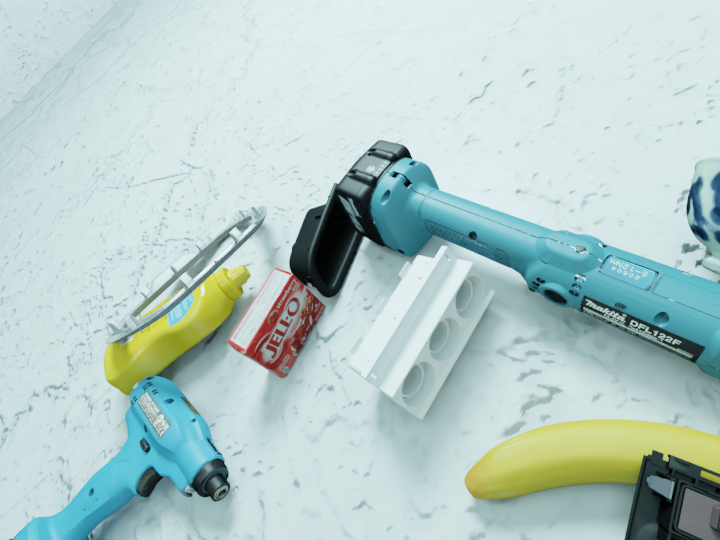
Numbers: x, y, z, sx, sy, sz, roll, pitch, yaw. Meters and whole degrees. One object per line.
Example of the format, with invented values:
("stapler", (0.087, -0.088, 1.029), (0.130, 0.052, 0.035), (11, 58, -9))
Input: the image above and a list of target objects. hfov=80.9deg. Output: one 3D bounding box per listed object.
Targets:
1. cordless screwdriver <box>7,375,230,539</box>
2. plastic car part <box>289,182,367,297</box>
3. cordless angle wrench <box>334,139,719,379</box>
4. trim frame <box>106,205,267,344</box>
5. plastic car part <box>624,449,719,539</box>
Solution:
("cordless screwdriver", (-0.237, 0.239, 0.394), (0.168, 0.070, 0.248), (26, 70, 39))
("plastic car part", (-0.047, -0.031, 0.482), (0.074, 0.062, 0.117), (1, 62, 47))
("cordless angle wrench", (0.159, 0.000, 0.320), (0.447, 0.093, 0.074), (30, 73, 37))
("trim frame", (-0.206, -0.006, 0.514), (0.191, 0.026, 0.247), (-8, 38, 52))
("plastic car part", (0.152, 0.198, 0.187), (0.069, 0.064, 0.203), (17, 82, 20))
